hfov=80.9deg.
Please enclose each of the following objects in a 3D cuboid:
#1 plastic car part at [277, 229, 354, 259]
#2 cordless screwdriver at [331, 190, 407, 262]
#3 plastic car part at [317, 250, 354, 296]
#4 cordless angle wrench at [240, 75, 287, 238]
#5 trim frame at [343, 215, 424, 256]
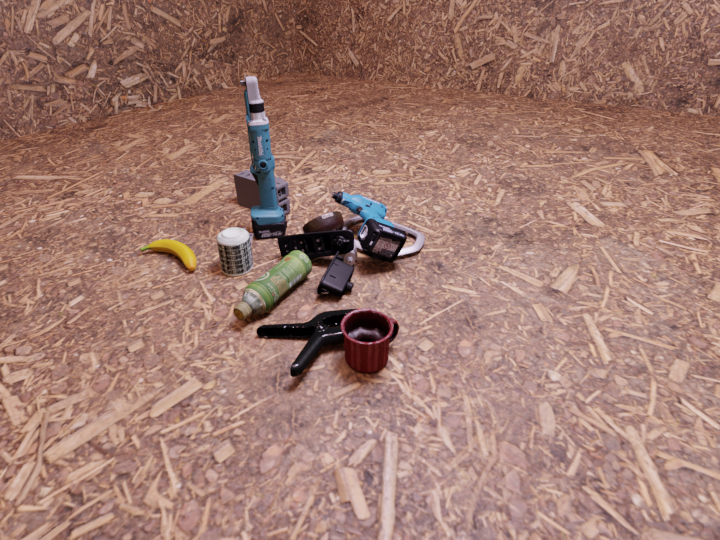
[{"bbox_3d":[-0.103,-0.067,1.052,0.211,0.065,0.065,-4,11,26],"label":"plastic car part"},{"bbox_3d":[0.014,-0.127,1.075,0.154,0.074,0.259,18,26,-21],"label":"cordless screwdriver"},{"bbox_3d":[-0.049,0.022,0.962,0.072,0.065,0.117,18,40,4],"label":"plastic car part"},{"bbox_3d":[-0.257,-0.282,1.102,0.097,0.410,0.077,-5,33,-8],"label":"cordless angle wrench"},{"bbox_3d":[0.052,-0.097,1.152,0.262,0.027,0.180,22,42,35],"label":"trim frame"}]
